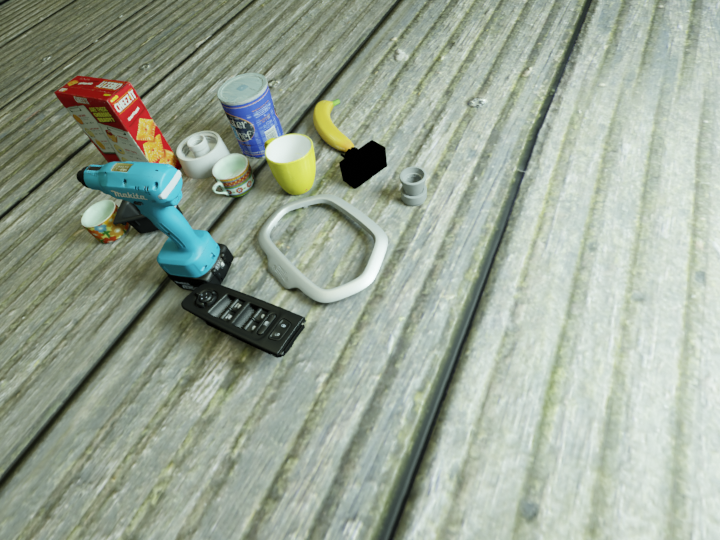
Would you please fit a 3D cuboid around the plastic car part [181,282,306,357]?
[{"bbox_3d":[-0.172,0.072,0.619,0.212,0.064,0.066,19,60,25],"label":"plastic car part"}]

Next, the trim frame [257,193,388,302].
[{"bbox_3d":[-0.069,-0.045,0.704,0.182,0.026,0.262,-39,55,-15],"label":"trim frame"}]

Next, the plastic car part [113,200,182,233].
[{"bbox_3d":[-0.391,-0.103,0.801,0.118,0.068,0.068,-7,53,7],"label":"plastic car part"}]

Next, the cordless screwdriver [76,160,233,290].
[{"bbox_3d":[-0.304,-0.066,0.643,0.164,0.238,0.075,9,56,17],"label":"cordless screwdriver"}]
